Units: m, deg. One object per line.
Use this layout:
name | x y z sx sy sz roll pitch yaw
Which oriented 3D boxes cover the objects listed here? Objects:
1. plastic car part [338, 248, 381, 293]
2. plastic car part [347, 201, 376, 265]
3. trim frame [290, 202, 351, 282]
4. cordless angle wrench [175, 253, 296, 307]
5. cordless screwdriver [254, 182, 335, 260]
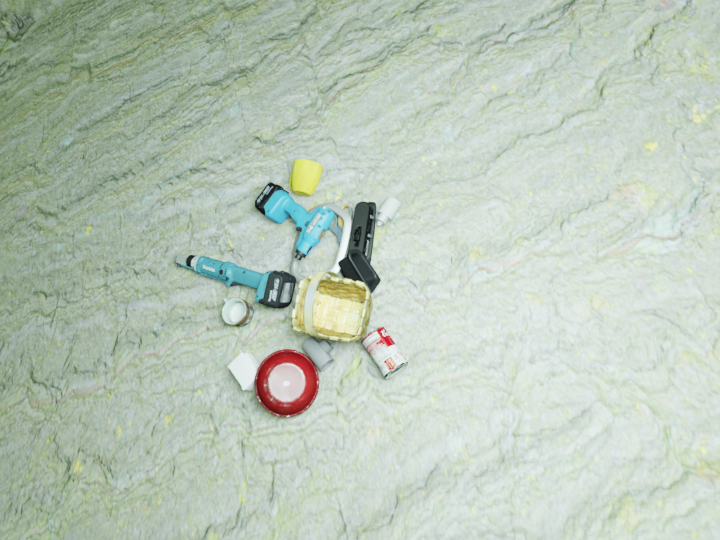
plastic car part | -0.013 0.004 1.078 0.073 0.065 0.115 -30 100 38
plastic car part | -0.002 -0.101 1.134 0.069 0.063 0.206 0 67 25
trim frame | -0.114 -0.074 1.164 0.192 0.026 0.251 2 72 31
cordless angle wrench | -0.383 0.008 1.221 0.443 0.071 0.098 14 93 28
cordless screwdriver | -0.201 -0.141 1.194 0.263 0.070 0.159 31 87 34
